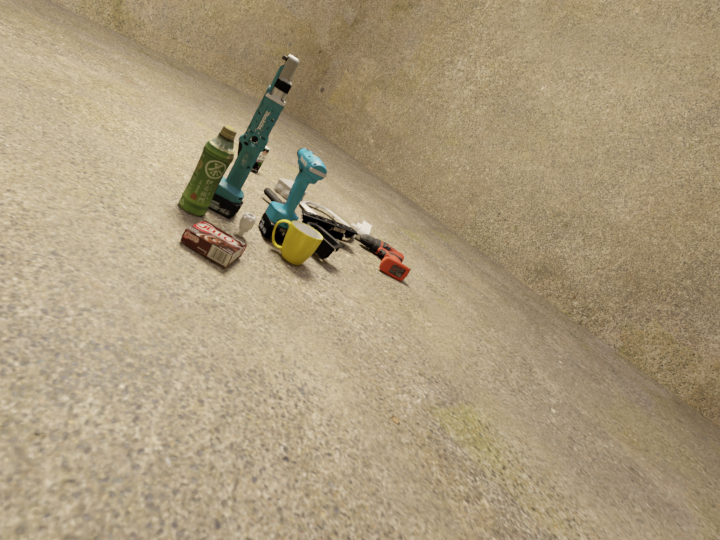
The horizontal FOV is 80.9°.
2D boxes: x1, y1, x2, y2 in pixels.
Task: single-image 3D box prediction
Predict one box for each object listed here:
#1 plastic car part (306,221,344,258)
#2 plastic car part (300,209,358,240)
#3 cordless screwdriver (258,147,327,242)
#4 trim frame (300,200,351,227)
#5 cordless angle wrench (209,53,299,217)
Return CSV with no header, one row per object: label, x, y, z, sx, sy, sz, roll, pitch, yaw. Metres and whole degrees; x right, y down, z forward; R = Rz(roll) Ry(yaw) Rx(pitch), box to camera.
plastic car part,-0.116,-0.076,1.190,0.120,0.071,0.064,38,19,16
plastic car part,-0.112,-0.142,1.368,0.194,0.067,0.069,23,21,-26
cordless screwdriver,-0.185,-0.205,1.128,0.070,0.248,0.167,21,22,-35
trim frame,-0.119,-0.185,1.527,0.261,0.027,0.175,42,21,28
cordless angle wrench,-0.262,-0.329,1.050,0.096,0.423,0.076,29,19,-14
